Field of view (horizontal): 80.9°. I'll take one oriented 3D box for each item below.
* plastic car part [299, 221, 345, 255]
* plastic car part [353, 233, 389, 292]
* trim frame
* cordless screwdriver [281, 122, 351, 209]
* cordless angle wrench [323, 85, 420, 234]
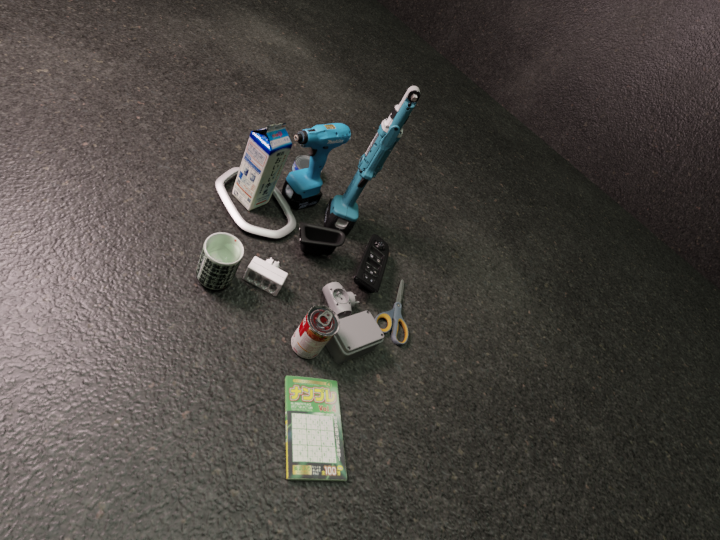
[{"bbox_3d":[-0.101,-0.066,1.037,0.112,0.071,0.068,11,47,-21],"label":"plastic car part"},{"bbox_3d":[0.027,-0.014,1.061,0.066,0.067,0.204,28,43,-6],"label":"plastic car part"},{"bbox_3d":[-0.265,-0.176,1.082,0.177,0.027,0.258,-17,60,-39],"label":"trim frame"},{"bbox_3d":[-0.135,-0.263,1.072,0.154,0.249,0.077,-20,66,-42],"label":"cordless screwdriver"},{"bbox_3d":[0.025,-0.257,1.026,0.072,0.423,0.100,20,45,-17],"label":"cordless angle wrench"}]
